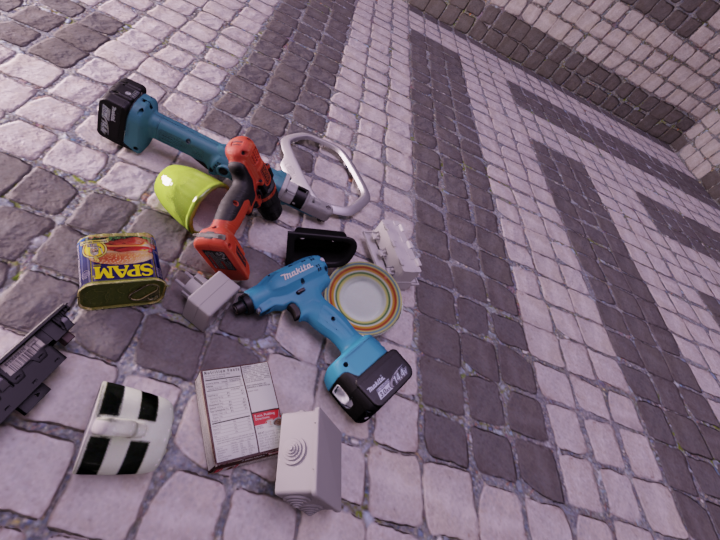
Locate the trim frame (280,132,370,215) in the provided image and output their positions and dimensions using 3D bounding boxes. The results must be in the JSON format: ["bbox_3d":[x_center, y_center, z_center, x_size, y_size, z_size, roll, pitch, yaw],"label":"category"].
[{"bbox_3d":[-0.078,-0.208,0.896,0.176,0.027,0.258,-6,57,-35],"label":"trim frame"}]

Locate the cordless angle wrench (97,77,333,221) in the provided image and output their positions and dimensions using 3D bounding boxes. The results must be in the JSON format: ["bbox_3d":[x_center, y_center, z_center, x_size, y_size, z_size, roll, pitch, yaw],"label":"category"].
[{"bbox_3d":[-0.236,-0.190,0.748,0.412,0.098,0.076,25,48,-13],"label":"cordless angle wrench"}]

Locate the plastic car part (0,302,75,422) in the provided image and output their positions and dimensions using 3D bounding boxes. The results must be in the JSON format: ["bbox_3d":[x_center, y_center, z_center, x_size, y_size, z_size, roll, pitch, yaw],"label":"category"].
[{"bbox_3d":[-0.363,0.126,0.420,0.065,0.068,0.203,53,38,-20],"label":"plastic car part"}]

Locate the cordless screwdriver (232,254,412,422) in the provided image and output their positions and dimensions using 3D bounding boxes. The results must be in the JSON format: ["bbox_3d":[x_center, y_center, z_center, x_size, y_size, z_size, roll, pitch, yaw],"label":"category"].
[{"bbox_3d":[-0.059,0.097,0.603,0.155,0.073,0.259,-27,64,-33],"label":"cordless screwdriver"}]

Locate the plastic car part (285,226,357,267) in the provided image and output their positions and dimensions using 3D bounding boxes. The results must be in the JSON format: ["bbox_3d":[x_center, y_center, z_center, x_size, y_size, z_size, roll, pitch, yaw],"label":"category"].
[{"bbox_3d":[-0.071,-0.046,0.722,0.114,0.064,0.074,1,28,-11],"label":"plastic car part"}]
